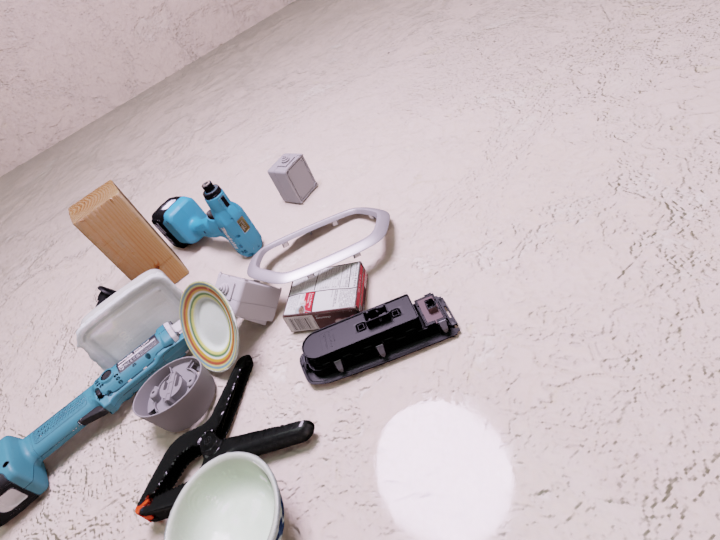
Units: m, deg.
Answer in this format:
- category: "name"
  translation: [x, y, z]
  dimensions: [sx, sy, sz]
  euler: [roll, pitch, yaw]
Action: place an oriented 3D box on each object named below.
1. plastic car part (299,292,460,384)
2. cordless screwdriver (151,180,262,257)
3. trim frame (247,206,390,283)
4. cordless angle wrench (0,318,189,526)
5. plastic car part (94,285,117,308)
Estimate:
- category: "plastic car part"
  translation: [0.012, 0.080, 0.521]
  dimensions: [0.204, 0.063, 0.069]
  euler: [-25, 47, 7]
- category: "cordless screwdriver"
  translation: [-0.312, -0.106, 0.815]
  dimensions: [0.262, 0.151, 0.074]
  euler: [9, 51, 37]
- category: "trim frame"
  translation: [-0.067, -0.044, 0.683]
  dimensions: [0.247, 0.026, 0.193]
  euler: [-27, 30, -7]
- category: "cordless angle wrench"
  translation: [-0.362, 0.172, 0.629]
  dimensions: [0.419, 0.071, 0.104]
  euler: [-41, 42, -17]
- category: "plastic car part"
  translation: [-0.415, 0.076, 0.731]
  dimensions: [0.070, 0.110, 0.071]
  euler: [13, 78, 40]
